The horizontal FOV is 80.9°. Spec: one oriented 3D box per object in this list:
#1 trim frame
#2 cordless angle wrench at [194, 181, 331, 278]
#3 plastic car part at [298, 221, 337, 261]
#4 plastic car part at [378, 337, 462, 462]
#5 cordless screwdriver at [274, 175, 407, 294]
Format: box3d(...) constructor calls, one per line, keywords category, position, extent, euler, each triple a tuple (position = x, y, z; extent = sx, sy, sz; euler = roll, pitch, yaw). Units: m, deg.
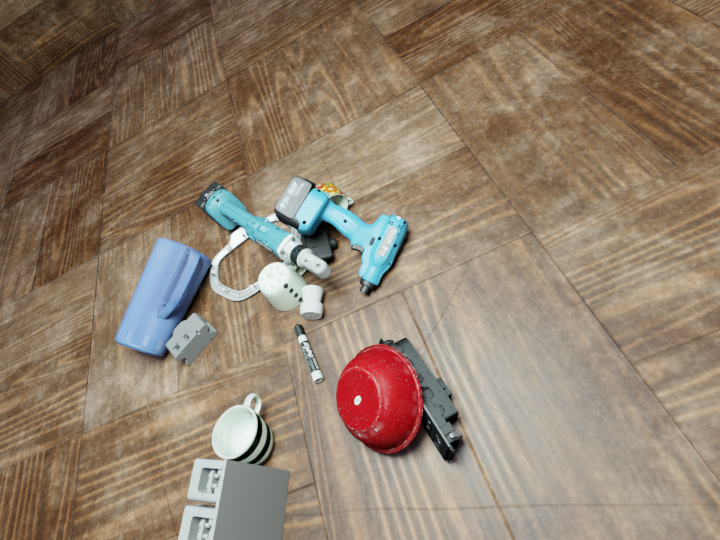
box3d(category="trim frame", position=(-0.242, -0.037, 0.962), extent=(0.249, 0.026, 0.194), euler=(-37, 52, 3))
box3d(category="cordless angle wrench", position=(-0.211, -0.084, 0.895), extent=(0.448, 0.092, 0.074), euler=(30, 76, 39))
box3d(category="plastic car part", position=(-0.087, -0.057, 0.887), extent=(0.071, 0.063, 0.121), euler=(-17, 59, -3))
box3d(category="plastic car part", position=(0.094, 0.180, 0.657), extent=(0.066, 0.063, 0.214), euler=(-32, 53, -9))
box3d(category="cordless screwdriver", position=(-0.050, -0.071, 0.822), extent=(0.253, 0.073, 0.159), euler=(25, 84, 8))
